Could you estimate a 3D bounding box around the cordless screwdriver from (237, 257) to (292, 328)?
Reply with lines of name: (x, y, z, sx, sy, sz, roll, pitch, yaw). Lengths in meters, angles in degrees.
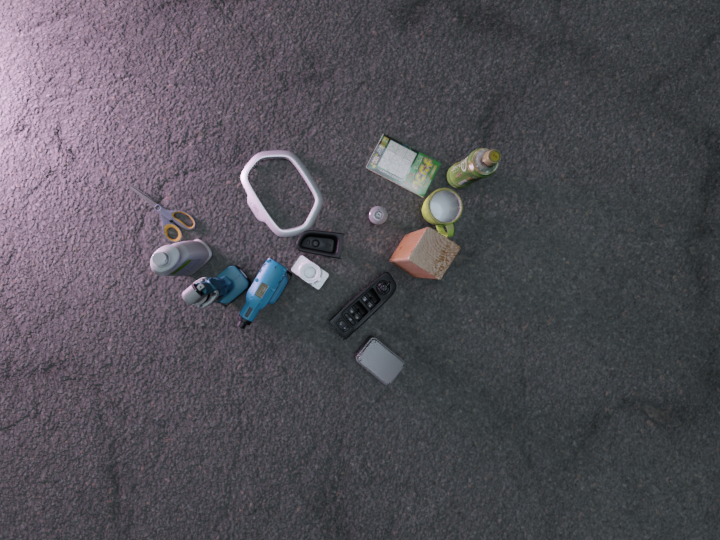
cordless screwdriver: (-0.228, 0.051, 0.999, 0.074, 0.250, 0.159, 31, 86, -6)

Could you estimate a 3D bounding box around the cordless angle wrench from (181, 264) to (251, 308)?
cordless angle wrench: (-0.313, 0.040, 0.909, 0.098, 0.426, 0.074, -40, 95, -5)

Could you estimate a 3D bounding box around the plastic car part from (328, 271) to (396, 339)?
plastic car part: (0.009, 0.087, 1.097, 0.202, 0.067, 0.066, -42, 92, -4)

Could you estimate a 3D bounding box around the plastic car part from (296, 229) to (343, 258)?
plastic car part: (-0.108, -0.070, 1.100, 0.116, 0.071, 0.066, 8, 88, -3)

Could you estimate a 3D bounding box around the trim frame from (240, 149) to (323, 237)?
trim frame: (-0.210, -0.207, 1.125, 0.183, 0.027, 0.249, -34, 89, -4)
